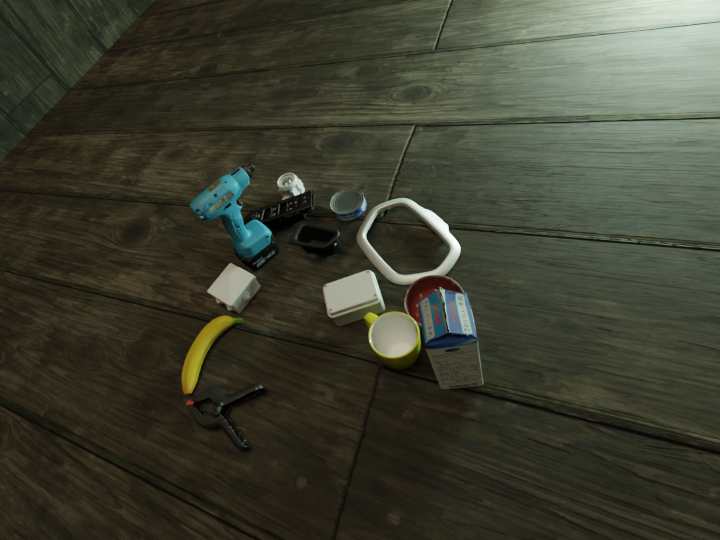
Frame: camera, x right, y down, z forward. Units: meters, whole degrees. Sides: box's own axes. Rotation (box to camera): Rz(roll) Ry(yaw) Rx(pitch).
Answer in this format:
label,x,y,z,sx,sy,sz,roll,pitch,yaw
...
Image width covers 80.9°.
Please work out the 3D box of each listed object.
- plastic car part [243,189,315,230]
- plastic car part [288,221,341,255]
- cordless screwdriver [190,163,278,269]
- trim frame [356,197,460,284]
label,x,y,z,sx,sy,sz,roll,pitch,yaw
plastic car part,-0.204,-0.141,1.078,0.206,0.064,0.068,-13,53,13
plastic car part,-0.096,-0.062,0.977,0.122,0.067,0.066,15,63,29
cordless screwdriver,-0.264,-0.121,0.977,0.158,0.236,0.078,-43,54,-12
trim frame,0.101,-0.068,0.928,0.183,0.026,0.262,-36,52,-5
